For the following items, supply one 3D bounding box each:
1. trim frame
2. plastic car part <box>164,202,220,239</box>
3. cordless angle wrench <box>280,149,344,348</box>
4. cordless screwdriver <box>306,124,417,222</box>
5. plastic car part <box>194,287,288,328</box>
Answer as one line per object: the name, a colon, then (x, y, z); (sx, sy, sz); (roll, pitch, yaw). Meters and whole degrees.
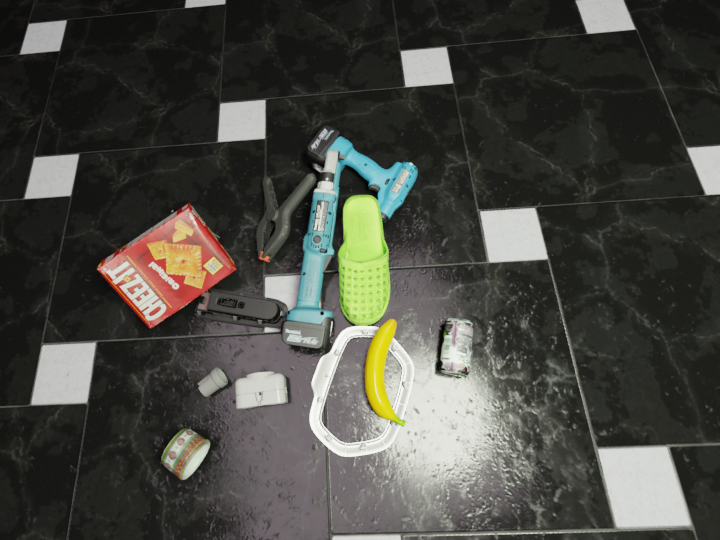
trim frame: (0.000, 0.228, 0.819); (0.188, 0.027, 0.250); (18, 73, 12)
plastic car part: (-0.365, -0.110, 0.941); (0.112, 0.067, 0.072); (39, 40, -20)
cordless angle wrench: (-0.086, -0.056, 0.879); (0.099, 0.073, 0.427); (6, 77, 5)
cordless screwdriver: (-0.012, -0.216, 0.965); (0.254, 0.073, 0.159); (28, 76, 10)
plastic car part: (-0.249, 0.074, 0.881); (0.205, 0.065, 0.067); (10, 64, 5)
